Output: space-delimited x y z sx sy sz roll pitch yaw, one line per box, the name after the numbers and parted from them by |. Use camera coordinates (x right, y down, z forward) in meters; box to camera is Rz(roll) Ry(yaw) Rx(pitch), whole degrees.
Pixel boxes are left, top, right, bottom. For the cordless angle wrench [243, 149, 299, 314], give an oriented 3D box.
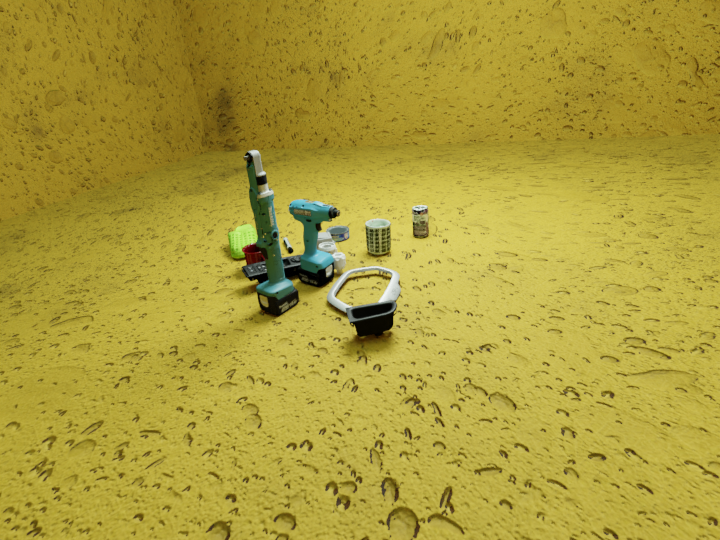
-0.234 -0.091 1.064 0.078 0.412 0.095 14 29 37 | cordless angle wrench

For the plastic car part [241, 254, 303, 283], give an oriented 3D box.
-0.251 0.000 1.278 0.198 0.065 0.070 -18 27 -23 | plastic car part

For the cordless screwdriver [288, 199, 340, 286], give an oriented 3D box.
-0.117 -0.077 1.200 0.167 0.242 0.072 12 28 34 | cordless screwdriver

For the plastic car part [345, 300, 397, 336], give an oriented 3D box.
0.030 0.117 0.964 0.116 0.069 0.068 -8 24 -3 | plastic car part

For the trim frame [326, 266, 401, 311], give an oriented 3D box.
0.014 0.050 1.154 0.191 0.027 0.246 4 28 21 | trim frame
